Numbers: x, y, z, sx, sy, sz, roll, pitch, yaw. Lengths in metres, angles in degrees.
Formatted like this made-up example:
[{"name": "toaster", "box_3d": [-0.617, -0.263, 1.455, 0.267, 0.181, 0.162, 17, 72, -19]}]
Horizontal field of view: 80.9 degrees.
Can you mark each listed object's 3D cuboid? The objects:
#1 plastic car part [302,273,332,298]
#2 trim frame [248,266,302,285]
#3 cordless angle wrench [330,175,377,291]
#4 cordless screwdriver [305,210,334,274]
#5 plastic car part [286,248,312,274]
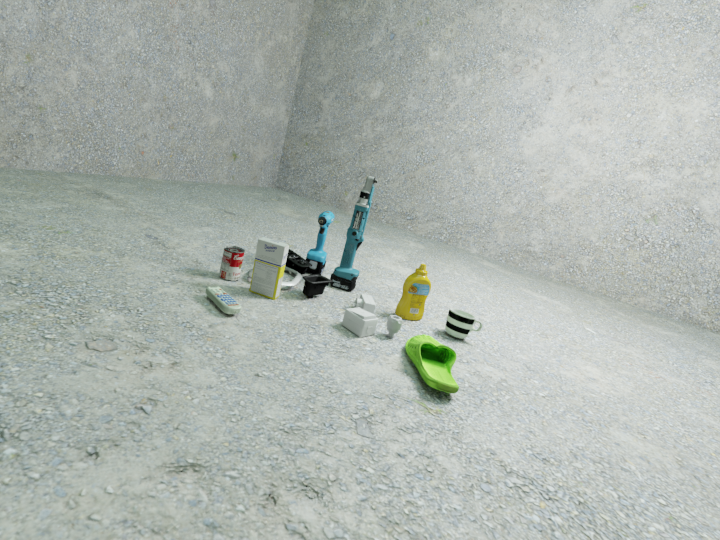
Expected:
[{"name": "plastic car part", "box_3d": [-0.156, 0.055, 1.395, 0.069, 0.070, 0.112, 22, 16, 28]}, {"name": "trim frame", "box_3d": [-0.303, 0.015, 1.496, 0.185, 0.027, 0.249, 14, 15, 1]}, {"name": "cordless angle wrench", "box_3d": [-0.017, -0.135, 1.538, 0.100, 0.419, 0.073, 17, 13, 9]}, {"name": "cordless screwdriver", "box_3d": [-0.160, -0.105, 1.635, 0.075, 0.246, 0.159, 16, 13, 3]}, {"name": "plastic car part", "box_3d": [-0.273, -0.039, 1.644, 0.215, 0.066, 0.063, 26, 18, 38]}]
